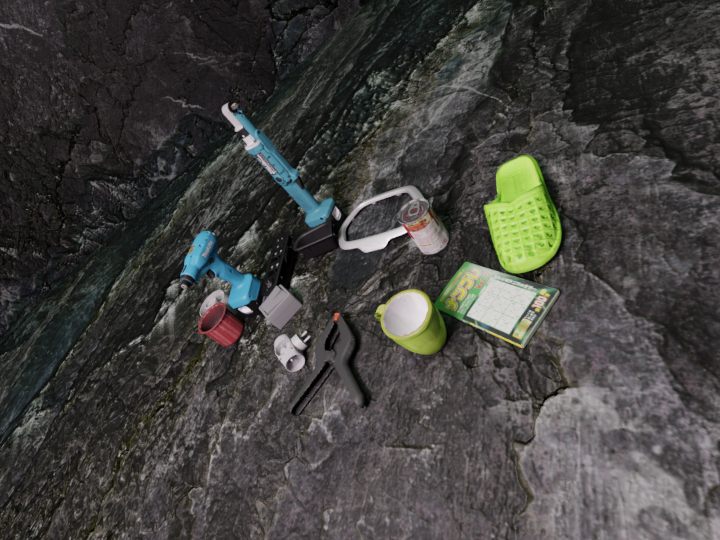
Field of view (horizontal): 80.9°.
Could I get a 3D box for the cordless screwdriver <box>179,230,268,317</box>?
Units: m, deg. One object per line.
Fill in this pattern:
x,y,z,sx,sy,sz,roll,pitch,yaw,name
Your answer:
-0.332,0.034,1.045,0.077,0.236,0.163,-20,40,29,cordless screwdriver

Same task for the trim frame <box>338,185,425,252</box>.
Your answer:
0.046,-0.124,1.028,0.258,0.026,0.187,-13,46,34,trim frame

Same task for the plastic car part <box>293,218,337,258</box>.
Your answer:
-0.106,-0.069,1.079,0.119,0.067,0.068,-26,38,21,plastic car part

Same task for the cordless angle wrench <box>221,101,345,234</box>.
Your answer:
-0.190,-0.243,1.049,0.102,0.401,0.075,-10,45,38,cordless angle wrench

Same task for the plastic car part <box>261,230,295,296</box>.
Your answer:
-0.214,-0.007,1.122,0.068,0.063,0.207,-19,42,30,plastic car part
